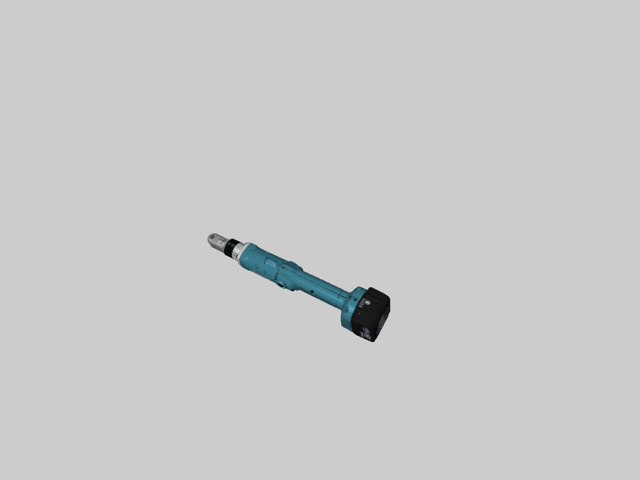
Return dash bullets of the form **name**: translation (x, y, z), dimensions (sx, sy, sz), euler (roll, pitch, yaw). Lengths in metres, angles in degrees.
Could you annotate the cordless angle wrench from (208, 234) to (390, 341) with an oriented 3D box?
- **cordless angle wrench**: translation (-0.065, 0.073, 0.866), dimensions (0.423, 0.074, 0.098), euler (23, -25, 21)
